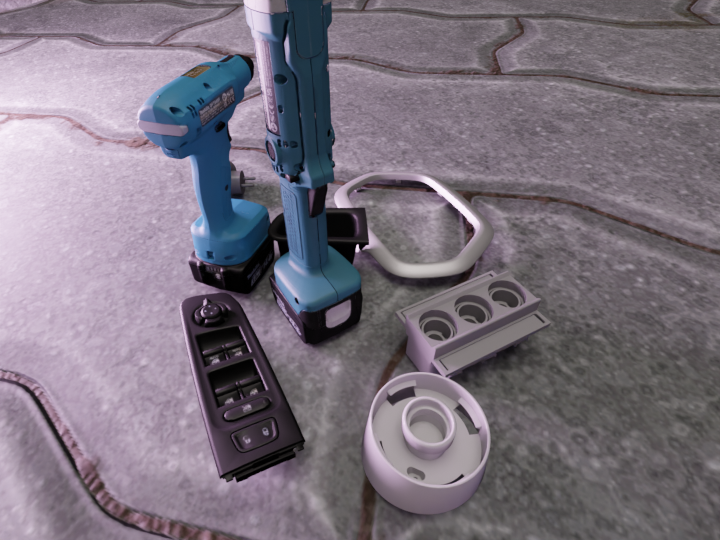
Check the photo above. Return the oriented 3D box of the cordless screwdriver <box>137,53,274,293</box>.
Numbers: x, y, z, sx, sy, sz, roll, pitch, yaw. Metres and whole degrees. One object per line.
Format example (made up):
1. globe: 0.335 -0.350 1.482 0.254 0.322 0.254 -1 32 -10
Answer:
1. cordless screwdriver: -0.148 -0.103 0.475 0.076 0.240 0.160 12 45 12

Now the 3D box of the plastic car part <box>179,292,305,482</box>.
1. plastic car part: -0.118 0.096 0.391 0.065 0.065 0.214 -21 46 -19

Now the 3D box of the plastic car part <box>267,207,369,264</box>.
1. plastic car part: -0.051 -0.033 0.518 0.117 0.068 0.068 -2 43 1

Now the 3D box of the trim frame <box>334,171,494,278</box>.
1. trim frame: 0.063 -0.073 0.582 0.181 0.026 0.262 -19 46 -15

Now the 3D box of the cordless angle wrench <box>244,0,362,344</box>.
1. cordless angle wrench: -0.048 -0.103 0.345 0.073 0.409 0.103 -23 48 -23
